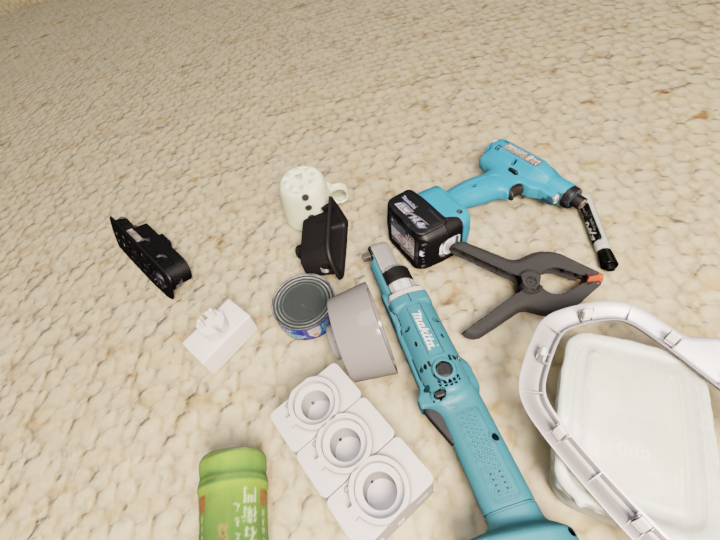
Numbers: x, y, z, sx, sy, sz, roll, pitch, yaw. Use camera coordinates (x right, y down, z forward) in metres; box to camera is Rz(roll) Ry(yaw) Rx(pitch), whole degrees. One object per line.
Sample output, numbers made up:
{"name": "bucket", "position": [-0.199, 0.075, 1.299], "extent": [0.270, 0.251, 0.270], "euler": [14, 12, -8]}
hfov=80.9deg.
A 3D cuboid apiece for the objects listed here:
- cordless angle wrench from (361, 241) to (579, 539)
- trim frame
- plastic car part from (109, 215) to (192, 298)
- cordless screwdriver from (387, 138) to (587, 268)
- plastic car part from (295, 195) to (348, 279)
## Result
{"name": "cordless angle wrench", "position": [0.088, 0.119, 0.450], "extent": [0.098, 0.071, 0.443], "euler": [-19, 48, -3]}
{"name": "trim frame", "position": [0.256, 0.126, 0.349], "extent": [0.182, 0.026, 0.262], "euler": [-28, 50, -10]}
{"name": "plastic car part", "position": [-0.333, -0.025, 0.680], "extent": [0.065, 0.065, 0.214], "euler": [-21, 44, -38]}
{"name": "cordless screwdriver", "position": [0.170, -0.088, 0.587], "extent": [0.245, 0.071, 0.168], "euler": [-31, 52, -15]}
{"name": "plastic car part", "position": [-0.061, -0.040, 0.622], "extent": [0.073, 0.062, 0.119], "euler": [-11, 53, 24]}
